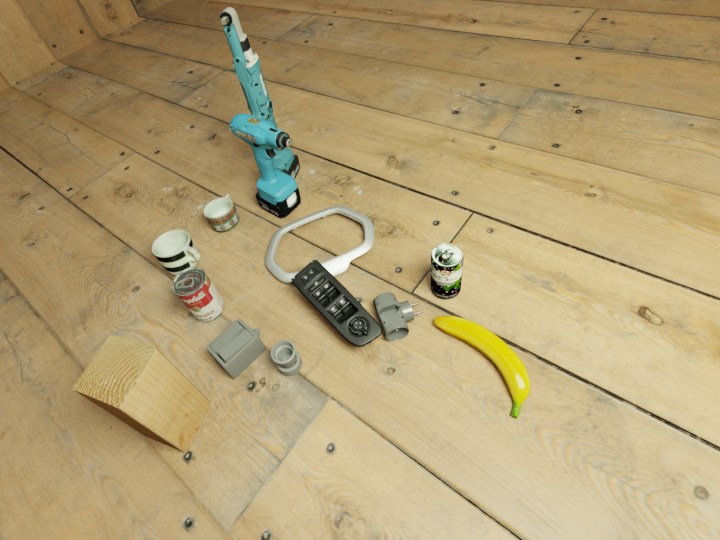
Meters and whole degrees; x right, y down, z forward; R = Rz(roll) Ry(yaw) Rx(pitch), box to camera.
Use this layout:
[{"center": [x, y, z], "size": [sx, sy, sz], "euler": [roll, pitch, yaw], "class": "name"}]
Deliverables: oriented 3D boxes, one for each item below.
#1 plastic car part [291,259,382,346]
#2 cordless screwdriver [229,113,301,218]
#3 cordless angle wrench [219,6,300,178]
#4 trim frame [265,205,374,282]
[{"center": [-0.044, 0.070, 0.781], "size": [0.065, 0.064, 0.214], "euler": [-36, 53, -18], "class": "plastic car part"}, {"center": [-0.190, -0.224, 0.942], "size": [0.167, 0.238, 0.074], "euler": [29, 61, 29], "class": "cordless screwdriver"}, {"center": [-0.229, -0.375, 0.964], "size": [0.077, 0.405, 0.099], "euler": [7, 53, 15], "class": "cordless angle wrench"}, {"center": [-0.090, -0.059, 0.922], "size": [0.247, 0.026, 0.193], "euler": [-23, 50, -5], "class": "trim frame"}]
